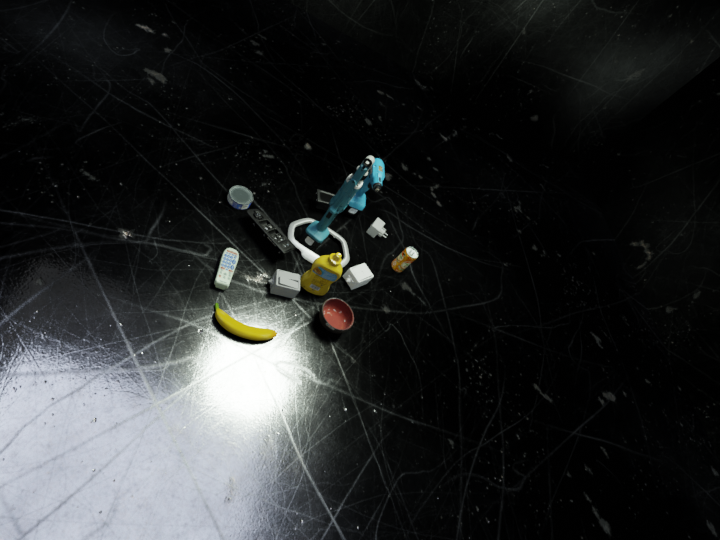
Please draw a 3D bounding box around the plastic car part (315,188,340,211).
[{"bbox_3d":[-0.125,-0.256,1.624,0.112,0.071,0.068,15,50,-23],"label":"plastic car part"}]

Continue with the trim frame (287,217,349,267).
[{"bbox_3d":[-0.148,-0.097,1.510,0.246,0.028,0.185,32,44,-6],"label":"trim frame"}]

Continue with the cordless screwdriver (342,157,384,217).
[{"bbox_3d":[0.011,-0.295,1.612,0.072,0.250,0.164,21,48,-22],"label":"cordless screwdriver"}]

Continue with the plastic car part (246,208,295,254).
[{"bbox_3d":[-0.307,-0.125,1.406,0.207,0.067,0.064,49,45,11],"label":"plastic car part"}]

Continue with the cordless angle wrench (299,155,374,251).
[{"bbox_3d":[-0.072,-0.217,1.371,0.074,0.426,0.097,41,44,-3],"label":"cordless angle wrench"}]
